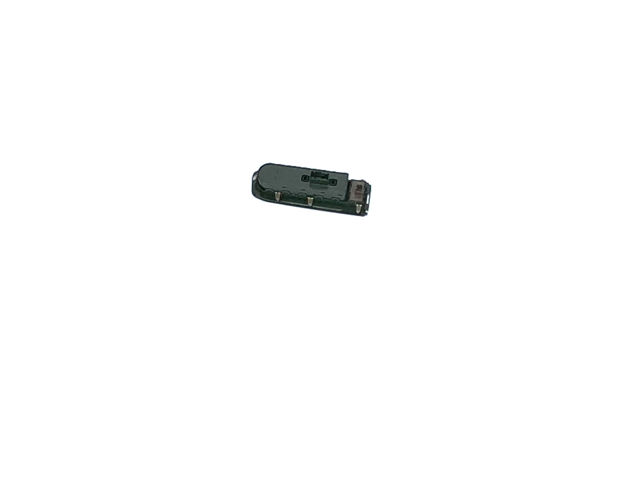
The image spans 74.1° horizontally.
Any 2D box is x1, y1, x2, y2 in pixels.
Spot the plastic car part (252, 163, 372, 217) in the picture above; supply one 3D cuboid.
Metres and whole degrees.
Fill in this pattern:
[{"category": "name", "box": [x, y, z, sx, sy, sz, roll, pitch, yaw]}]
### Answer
[{"category": "plastic car part", "box": [-0.018, -0.087, 0.694, 0.203, 0.066, 0.067, 7, -17, 6]}]
